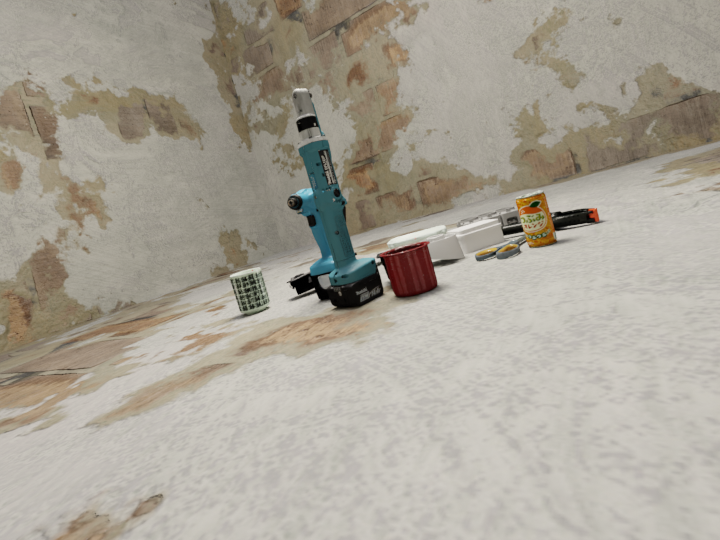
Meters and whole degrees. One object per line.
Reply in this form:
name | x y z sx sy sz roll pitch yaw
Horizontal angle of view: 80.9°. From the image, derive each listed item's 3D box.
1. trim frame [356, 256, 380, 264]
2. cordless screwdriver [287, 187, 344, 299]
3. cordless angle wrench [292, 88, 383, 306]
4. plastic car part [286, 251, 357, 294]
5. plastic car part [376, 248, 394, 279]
trim frame | -0.048 -0.009 1.288 0.258 0.027 0.178 -10 10 37
cordless screwdriver | -0.091 -0.060 0.935 0.076 0.247 0.156 -15 5 20
cordless angle wrench | -0.061 -0.142 0.812 0.094 0.421 0.077 -19 4 -42
plastic car part | -0.098 0.012 1.103 0.198 0.066 0.068 -20 6 -23
plastic car part | 0.071 -0.008 0.886 0.067 0.070 0.116 -15 7 9
